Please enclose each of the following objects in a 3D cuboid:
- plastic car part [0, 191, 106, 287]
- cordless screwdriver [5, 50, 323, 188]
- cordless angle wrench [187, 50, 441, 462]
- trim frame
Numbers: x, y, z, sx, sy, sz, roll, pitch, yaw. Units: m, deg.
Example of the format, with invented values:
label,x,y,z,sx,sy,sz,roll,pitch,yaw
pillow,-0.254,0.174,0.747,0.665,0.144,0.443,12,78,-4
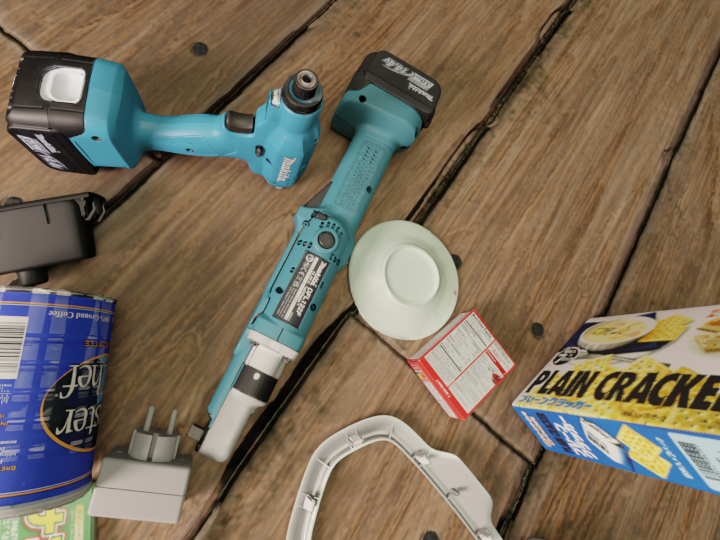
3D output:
label,x,y,z,sx,sy,sz,roll,pitch,yaw
plastic car part,-0.278,-0.024,0.361,0.114,0.068,0.070,-17,97,-16
cordless screwdriver,-0.158,-0.132,0.365,0.244,0.160,0.075,5,77,-13
cordless angle wrench,-0.041,-0.027,0.417,0.097,0.075,0.424,27,73,-9
trim frame,0.044,0.257,0.384,0.182,0.028,0.250,-39,86,-21
